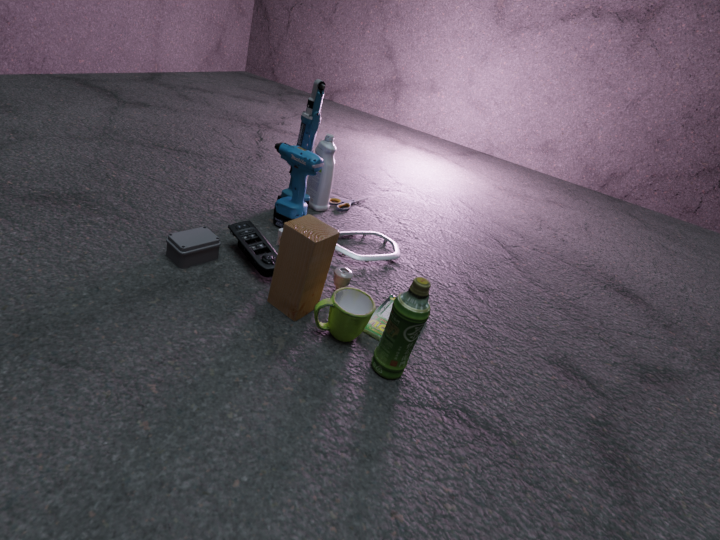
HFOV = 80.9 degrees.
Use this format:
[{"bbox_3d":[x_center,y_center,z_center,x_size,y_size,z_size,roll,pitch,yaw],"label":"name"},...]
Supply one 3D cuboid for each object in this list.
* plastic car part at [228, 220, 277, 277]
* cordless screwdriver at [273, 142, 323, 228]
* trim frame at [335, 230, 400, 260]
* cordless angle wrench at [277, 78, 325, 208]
[{"bbox_3d":[-0.269,-0.050,1.076,0.064,0.066,0.214,-11,39,-39],"label":"plastic car part"},{"bbox_3d":[-0.207,-0.248,1.253,0.166,0.245,0.072,31,32,22],"label":"cordless screwdriver"},{"bbox_3d":[0.011,-0.078,1.284,0.238,0.027,0.195,-7,36,-32],"label":"trim frame"},{"bbox_3d":[-0.172,-0.367,1.297,0.071,0.417,0.103,-9,39,-39],"label":"cordless angle wrench"}]
